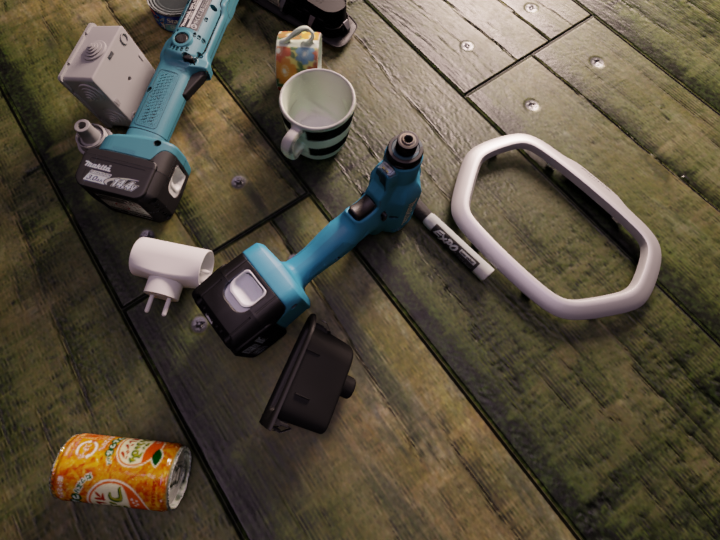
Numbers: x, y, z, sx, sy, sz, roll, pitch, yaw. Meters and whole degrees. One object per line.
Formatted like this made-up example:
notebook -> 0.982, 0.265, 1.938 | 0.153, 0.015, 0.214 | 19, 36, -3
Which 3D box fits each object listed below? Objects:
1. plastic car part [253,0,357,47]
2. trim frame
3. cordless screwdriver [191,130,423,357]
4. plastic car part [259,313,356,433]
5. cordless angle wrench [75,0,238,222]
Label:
plastic car part -> -0.087, -0.391, 0.596 | 0.207, 0.066, 0.066 | 40, 67, 11
trim frame -> 0.218, -0.057, 0.484 | 0.183, 0.027, 0.257 | -40, 72, -12
cordless screwdriver -> -0.040, -0.026, 0.406 | 0.247, 0.156, 0.076 | -39, 78, -12
plastic car part -> -0.042, 0.108, 0.412 | 0.070, 0.066, 0.117 | 30, 68, -8
cordless angle wrench -> -0.214, -0.270, 0.530 | 0.099, 0.073, 0.427 | 13, 73, 3
